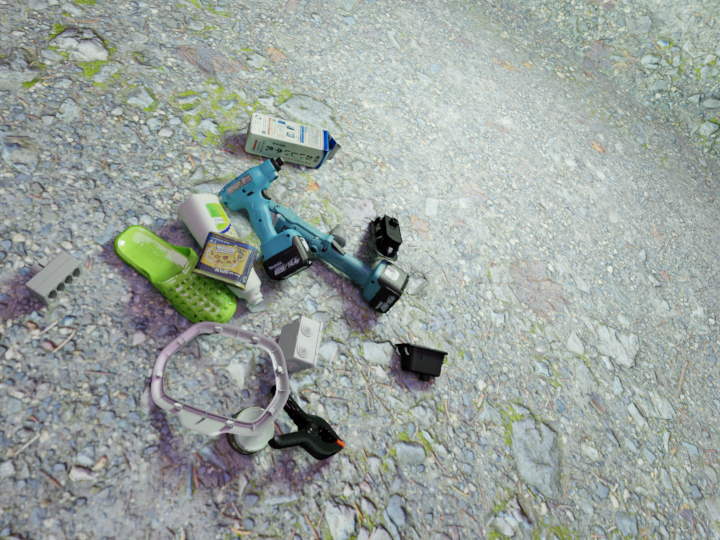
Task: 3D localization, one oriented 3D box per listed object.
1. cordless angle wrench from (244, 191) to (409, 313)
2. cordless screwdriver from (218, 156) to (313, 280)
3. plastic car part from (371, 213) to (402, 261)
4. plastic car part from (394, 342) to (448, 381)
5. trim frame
[{"bbox_3d":[-0.093,-0.061,0.955,0.427,0.097,0.074,34,46,5],"label":"cordless angle wrench"},{"bbox_3d":[-0.181,-0.112,0.899,0.160,0.072,0.253,-33,80,7],"label":"cordless screwdriver"},{"bbox_3d":[0.067,-0.084,0.991,0.065,0.067,0.207,34,26,-14],"label":"plastic car part"},{"bbox_3d":[0.135,0.200,0.911,0.113,0.067,0.072,19,72,-17],"label":"plastic car part"},{"bbox_3d":[-0.243,0.184,0.732,0.253,0.027,0.186,14,62,9],"label":"trim frame"}]
